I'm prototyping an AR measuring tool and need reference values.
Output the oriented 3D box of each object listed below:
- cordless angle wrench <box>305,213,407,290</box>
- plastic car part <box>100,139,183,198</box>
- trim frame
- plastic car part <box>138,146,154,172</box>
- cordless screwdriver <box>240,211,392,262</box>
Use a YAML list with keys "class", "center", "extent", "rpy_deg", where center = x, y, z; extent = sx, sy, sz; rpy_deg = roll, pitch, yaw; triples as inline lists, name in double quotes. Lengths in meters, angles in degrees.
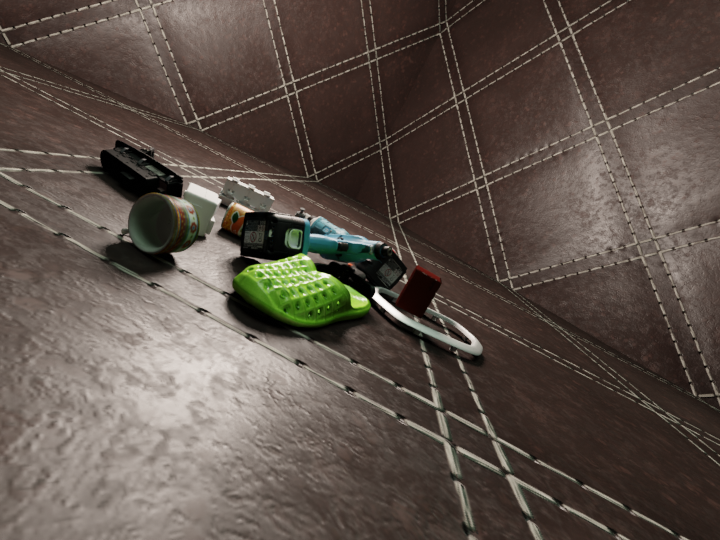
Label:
- class: "cordless angle wrench"
  center: [-0.053, -0.075, 1.043]
  extent: [0.093, 0.074, 0.447]
  rpy_deg: [47, -7, -37]
- class: "plastic car part"
  center: [-0.403, -0.172, 0.759]
  extent: [0.213, 0.065, 0.065]
  rpy_deg: [34, 39, 27]
- class: "trim frame"
  center: [0.123, 0.095, 0.809]
  extent: [0.244, 0.027, 0.188]
  rpy_deg: [23, 13, -10]
- class: "plastic car part"
  center: [-0.463, -0.227, 0.869]
  extent: [0.068, 0.065, 0.122]
  rpy_deg: [5, 17, -26]
- class: "cordless screwdriver"
  center: [-0.071, -0.046, 0.723]
  extent: [0.167, 0.074, 0.236]
  rpy_deg: [7, 1, 40]
